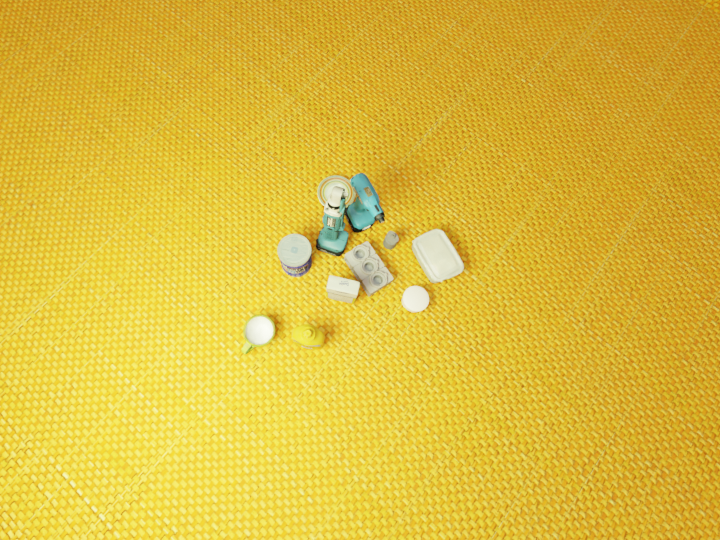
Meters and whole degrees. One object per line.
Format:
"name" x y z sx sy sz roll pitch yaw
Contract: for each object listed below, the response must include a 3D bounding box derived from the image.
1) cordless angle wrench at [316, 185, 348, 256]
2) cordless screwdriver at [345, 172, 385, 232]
"cordless angle wrench" -0.076 -0.140 1.208 0.098 0.417 0.075 20 74 0
"cordless screwdriver" 0.016 -0.181 1.312 0.073 0.245 0.163 -25 78 -11
